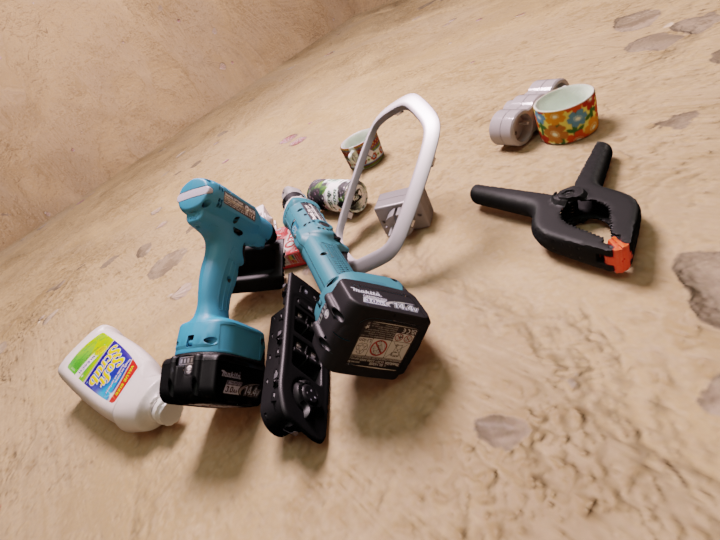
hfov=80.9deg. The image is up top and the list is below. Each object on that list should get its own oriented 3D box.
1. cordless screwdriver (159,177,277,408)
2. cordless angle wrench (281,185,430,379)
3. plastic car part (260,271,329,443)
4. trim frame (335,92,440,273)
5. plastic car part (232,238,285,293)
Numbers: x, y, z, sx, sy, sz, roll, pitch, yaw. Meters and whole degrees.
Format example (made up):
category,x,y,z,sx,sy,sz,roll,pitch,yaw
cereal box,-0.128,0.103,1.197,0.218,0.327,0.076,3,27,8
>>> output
category,x,y,z,sx,sy,sz,roll,pitch,yaw
cordless screwdriver,-0.149,0.029,0.498,0.077,0.151,0.254,-12,69,22
cordless angle wrench,-0.054,-0.035,0.552,0.074,0.094,0.443,-67,28,20
plastic car part,-0.073,0.089,0.451,0.068,0.063,0.210,-34,31,13
trim frame,0.027,-0.111,0.556,0.193,0.026,0.248,23,97,58
plastic car part,-0.158,0.006,0.618,0.118,0.067,0.068,-10,54,11
